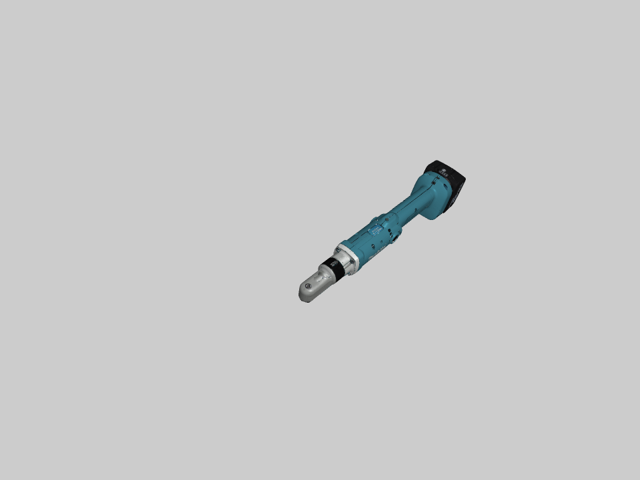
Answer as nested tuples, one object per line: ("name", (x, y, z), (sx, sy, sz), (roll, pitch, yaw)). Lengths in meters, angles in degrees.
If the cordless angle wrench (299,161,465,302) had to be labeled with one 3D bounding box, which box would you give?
("cordless angle wrench", (0.117, -0.017, 0.777), (0.074, 0.098, 0.421), (40, 55, 23))
